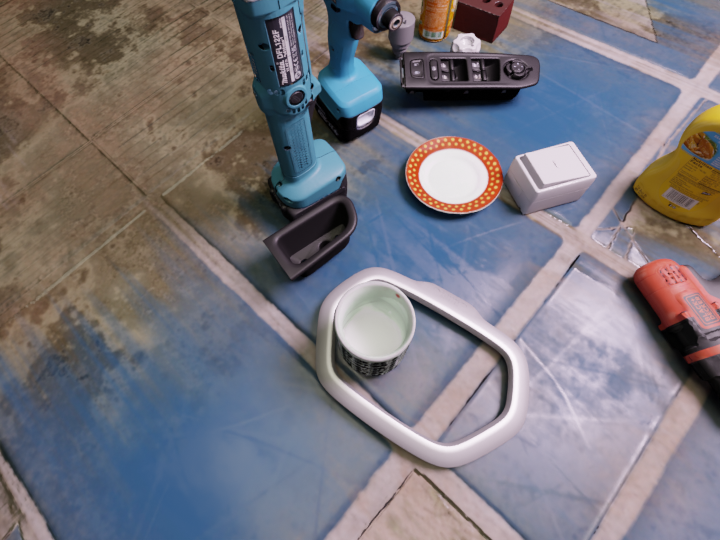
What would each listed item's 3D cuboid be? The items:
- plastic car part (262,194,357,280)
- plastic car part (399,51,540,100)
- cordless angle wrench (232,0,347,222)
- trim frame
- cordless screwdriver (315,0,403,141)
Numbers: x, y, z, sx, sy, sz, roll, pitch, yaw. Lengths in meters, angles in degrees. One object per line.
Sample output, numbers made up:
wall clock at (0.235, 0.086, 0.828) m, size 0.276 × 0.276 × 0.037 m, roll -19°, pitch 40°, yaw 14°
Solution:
plastic car part at (-0.052, -0.034, 0.530) m, size 0.115 × 0.069 × 0.069 m, roll -34°, pitch 68°, yaw -12°
plastic car part at (0.160, -0.283, 0.633) m, size 0.205 × 0.065 × 0.068 m, roll -1°, pitch 65°, yaw 5°
cordless angle wrench at (-0.074, -0.185, 0.416) m, size 0.097 × 0.410 × 0.077 m, roll -30°, pitch 69°, yaw -12°
trim frame at (0.064, 0.097, 0.477) m, size 0.257 × 0.026 × 0.184 m, roll 28°, pitch 70°, yaw 18°
cordless screwdriver at (-0.007, -0.269, 0.544) m, size 0.074 × 0.241 × 0.166 m, roll -30°, pitch 68°, yaw -12°
